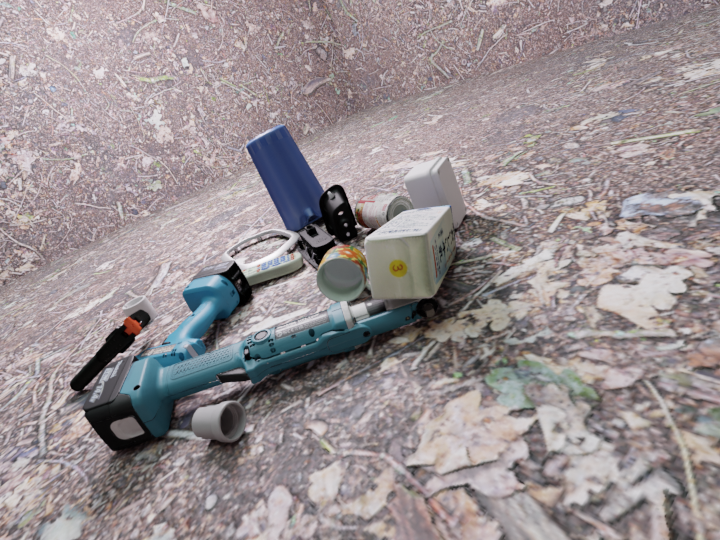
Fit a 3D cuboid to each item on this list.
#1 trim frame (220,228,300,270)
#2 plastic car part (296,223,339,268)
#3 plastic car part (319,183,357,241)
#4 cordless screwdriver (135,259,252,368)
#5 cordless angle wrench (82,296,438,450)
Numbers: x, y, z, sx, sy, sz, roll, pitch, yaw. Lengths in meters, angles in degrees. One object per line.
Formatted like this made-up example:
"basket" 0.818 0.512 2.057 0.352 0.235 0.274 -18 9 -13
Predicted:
"trim frame" -0.240 -0.048 0.989 0.181 0.026 0.261 -32 27 -22
"plastic car part" -0.080 -0.052 0.817 0.065 0.065 0.212 -20 25 -13
"plastic car part" -0.039 -0.104 0.838 0.066 0.111 0.074 -24 45 -5
"cordless screwdriver" -0.287 0.086 0.698 0.163 0.071 0.252 -15 28 19
"cordless angle wrench" -0.113 0.101 0.514 0.424 0.071 0.101 -19 28 2
